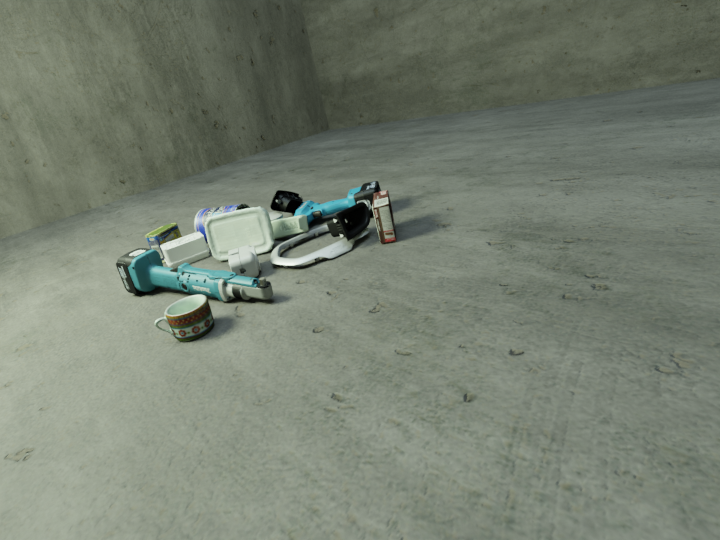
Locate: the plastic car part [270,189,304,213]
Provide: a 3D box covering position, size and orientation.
[{"bbox_3d":[-0.208,-0.193,1.241,0.069,0.066,0.198,35,10,9],"label":"plastic car part"}]

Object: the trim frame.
[{"bbox_3d":[-0.097,-0.063,0.988,0.242,0.027,0.194,-25,25,-27],"label":"trim frame"}]

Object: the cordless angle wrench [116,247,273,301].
[{"bbox_3d":[-0.352,0.020,0.888,0.443,0.095,0.073,6,28,31],"label":"cordless angle wrench"}]

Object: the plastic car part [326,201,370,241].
[{"bbox_3d":[-0.033,-0.111,0.971,0.074,0.065,0.114,-15,15,37],"label":"plastic car part"}]

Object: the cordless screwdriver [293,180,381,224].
[{"bbox_3d":[-0.066,-0.165,1.140,0.256,0.072,0.160,-10,24,19],"label":"cordless screwdriver"}]
